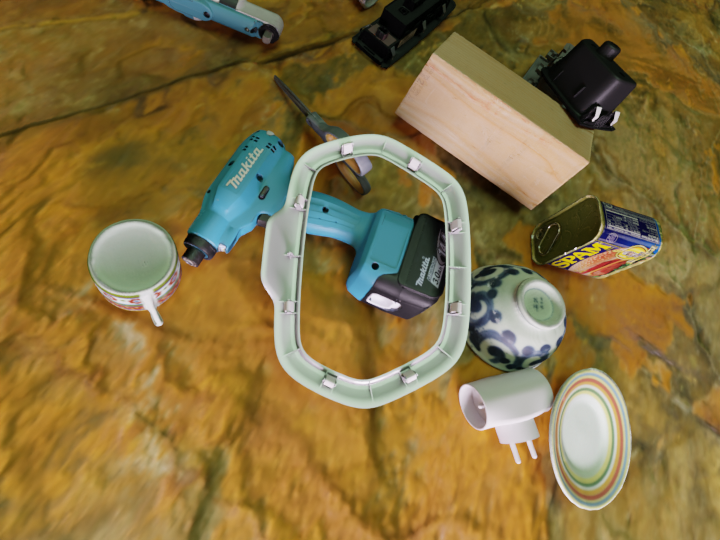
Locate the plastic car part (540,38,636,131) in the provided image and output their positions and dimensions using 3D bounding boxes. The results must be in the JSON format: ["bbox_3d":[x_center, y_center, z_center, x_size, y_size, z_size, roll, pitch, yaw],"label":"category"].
[{"bbox_3d":[0.275,-0.232,0.503,0.063,0.071,0.121,0,60,-30],"label":"plastic car part"}]

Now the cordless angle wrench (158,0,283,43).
[{"bbox_3d":[-0.295,-0.375,0.511,0.416,0.074,0.099,19,65,-8],"label":"cordless angle wrench"}]

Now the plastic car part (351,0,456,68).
[{"bbox_3d":[0.075,-0.373,0.606,0.068,0.066,0.201,38,61,8],"label":"plastic car part"}]

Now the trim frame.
[{"bbox_3d":[0.006,-0.009,0.374,0.185,0.027,0.251,4,78,2],"label":"trim frame"}]

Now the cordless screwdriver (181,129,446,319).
[{"bbox_3d":[-0.042,-0.027,0.425,0.250,0.074,0.160,27,66,2],"label":"cordless screwdriver"}]
